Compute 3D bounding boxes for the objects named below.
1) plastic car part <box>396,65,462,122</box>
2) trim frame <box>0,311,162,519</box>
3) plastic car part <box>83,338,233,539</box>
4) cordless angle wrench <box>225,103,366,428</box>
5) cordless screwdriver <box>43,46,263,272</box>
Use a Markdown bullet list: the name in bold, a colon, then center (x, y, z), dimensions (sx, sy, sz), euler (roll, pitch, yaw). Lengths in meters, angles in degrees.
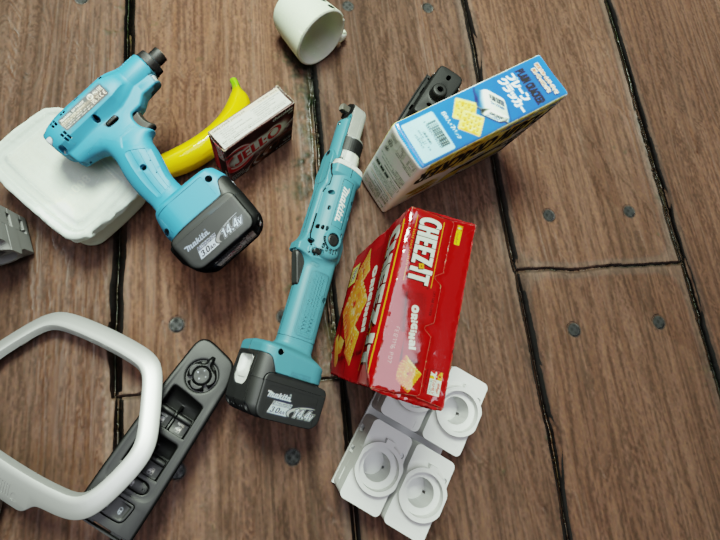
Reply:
- **plastic car part**: center (0.106, -0.246, 0.611), dimensions (0.066, 0.071, 0.116), euler (34, 72, 0)
- **trim frame**: center (-0.321, 0.144, 0.448), dimensions (0.255, 0.026, 0.185), euler (18, 63, 14)
- **plastic car part**: center (-0.210, 0.176, 0.468), dimensions (0.067, 0.066, 0.203), euler (28, 70, 5)
- **cordless angle wrench**: center (-0.052, -0.034, 0.534), dimensions (0.093, 0.077, 0.427), euler (27, 67, -33)
- **cordless screwdriver**: center (-0.209, -0.124, 0.471), dimensions (0.250, 0.074, 0.159), euler (43, 84, 3)
